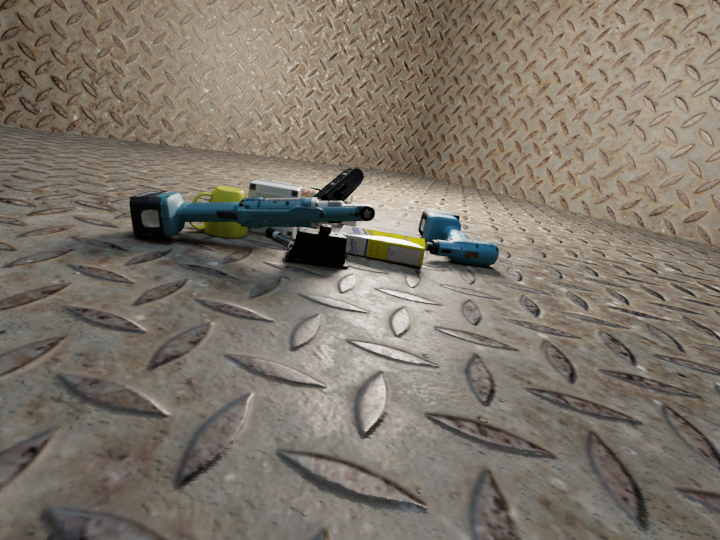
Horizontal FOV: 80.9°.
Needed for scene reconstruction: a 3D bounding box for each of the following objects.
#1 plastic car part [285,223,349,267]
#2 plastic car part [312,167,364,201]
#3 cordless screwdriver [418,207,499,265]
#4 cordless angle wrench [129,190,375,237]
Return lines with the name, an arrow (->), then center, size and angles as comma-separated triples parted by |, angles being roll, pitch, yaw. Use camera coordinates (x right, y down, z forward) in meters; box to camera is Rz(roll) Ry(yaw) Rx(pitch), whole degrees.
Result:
plastic car part -> -0.075, -0.049, 0.767 | 0.116, 0.070, 0.067 | 5, 18, -5
plastic car part -> -0.056, -0.219, 1.137 | 0.201, 0.066, 0.068 | -49, 8, -36
cordless screwdriver -> 0.199, -0.082, 1.010 | 0.156, 0.073, 0.257 | 5, 21, -12
cordless angle wrench -> -0.187, -0.102, 0.748 | 0.427, 0.073, 0.099 | 0, 17, 6
